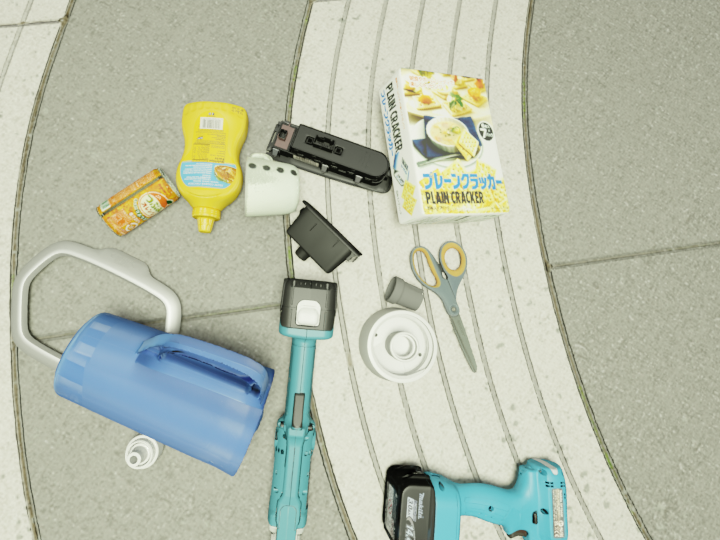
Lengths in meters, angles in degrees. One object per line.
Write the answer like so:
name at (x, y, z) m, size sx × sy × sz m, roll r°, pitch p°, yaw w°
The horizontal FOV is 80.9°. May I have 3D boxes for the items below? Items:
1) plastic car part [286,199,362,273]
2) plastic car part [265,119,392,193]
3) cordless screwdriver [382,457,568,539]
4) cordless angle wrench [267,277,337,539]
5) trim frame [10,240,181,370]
plastic car part at (-0.061, -0.040, 0.624) m, size 0.118 × 0.065 × 0.071 m, roll 41°, pitch 94°, yaw 5°
plastic car part at (-0.040, -0.179, 0.646) m, size 0.202 × 0.067 × 0.067 m, roll 20°, pitch 74°, yaw -3°
cordless screwdriver at (0.158, 0.343, 0.566) m, size 0.246 × 0.074 × 0.160 m, roll 2°, pitch 81°, yaw -8°
cordless angle wrench at (-0.088, 0.224, 0.567) m, size 0.074 × 0.098 × 0.425 m, roll 5°, pitch 85°, yaw -6°
trim frame at (-0.376, 0.060, 0.602) m, size 0.250 × 0.027 × 0.184 m, roll 24°, pitch 81°, yaw 2°
